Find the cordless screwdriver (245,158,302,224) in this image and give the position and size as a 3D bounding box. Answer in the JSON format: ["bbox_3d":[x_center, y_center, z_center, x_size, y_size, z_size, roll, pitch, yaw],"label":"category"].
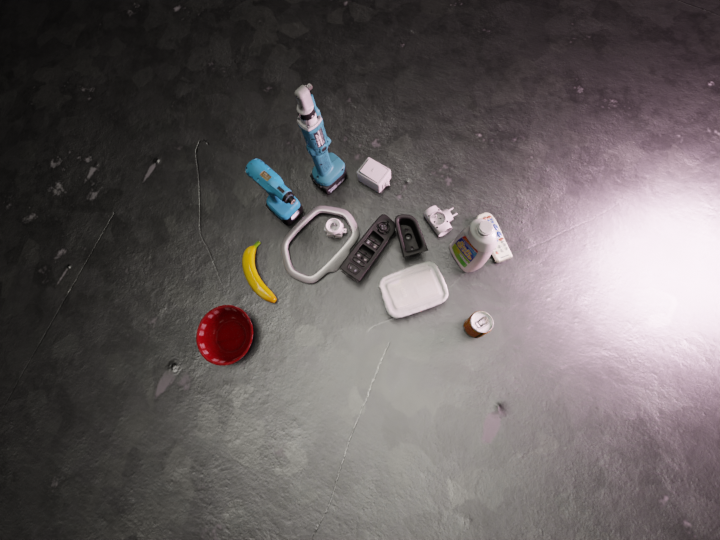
[{"bbox_3d":[-0.214,-0.195,1.153,0.164,0.241,0.074,42,83,15],"label":"cordless screwdriver"}]

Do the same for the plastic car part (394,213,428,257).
[{"bbox_3d":[0.133,-0.091,1.149,0.066,0.069,0.119,-16,72,3],"label":"plastic car part"}]

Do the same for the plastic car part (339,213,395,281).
[{"bbox_3d":[0.027,-0.060,1.161,0.068,0.065,0.203,33,81,15],"label":"plastic car part"}]

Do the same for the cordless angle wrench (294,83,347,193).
[{"bbox_3d":[-0.109,-0.328,1.086,0.098,0.411,0.077,-43,76,-6],"label":"cordless angle wrench"}]

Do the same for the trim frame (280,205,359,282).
[{"bbox_3d":[-0.119,-0.078,1.213,0.191,0.026,0.248,41,84,19],"label":"trim frame"}]
